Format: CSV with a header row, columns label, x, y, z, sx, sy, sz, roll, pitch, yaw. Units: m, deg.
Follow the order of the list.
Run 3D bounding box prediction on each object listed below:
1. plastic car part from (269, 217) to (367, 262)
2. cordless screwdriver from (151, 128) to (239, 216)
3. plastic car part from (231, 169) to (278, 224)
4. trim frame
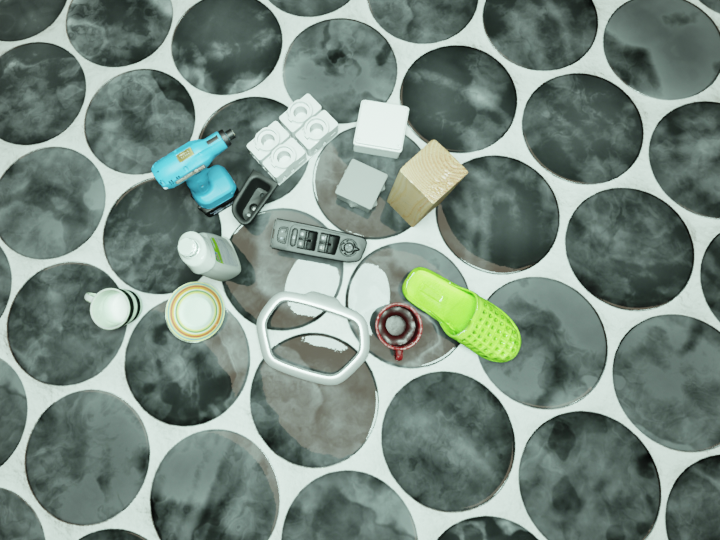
label,x,y,z,sx,sy,sz,roll,pitch,yaw
plastic car part,-0.090,-0.059,0.917,0.204,0.066,0.067,11,83,4
cordless screwdriver,-0.301,-0.196,0.857,0.159,0.247,0.075,-33,86,-5
plastic car part,-0.236,-0.151,0.936,0.067,0.070,0.116,31,83,3
trim frame,-0.102,0.139,0.905,0.251,0.027,0.185,15,82,5
